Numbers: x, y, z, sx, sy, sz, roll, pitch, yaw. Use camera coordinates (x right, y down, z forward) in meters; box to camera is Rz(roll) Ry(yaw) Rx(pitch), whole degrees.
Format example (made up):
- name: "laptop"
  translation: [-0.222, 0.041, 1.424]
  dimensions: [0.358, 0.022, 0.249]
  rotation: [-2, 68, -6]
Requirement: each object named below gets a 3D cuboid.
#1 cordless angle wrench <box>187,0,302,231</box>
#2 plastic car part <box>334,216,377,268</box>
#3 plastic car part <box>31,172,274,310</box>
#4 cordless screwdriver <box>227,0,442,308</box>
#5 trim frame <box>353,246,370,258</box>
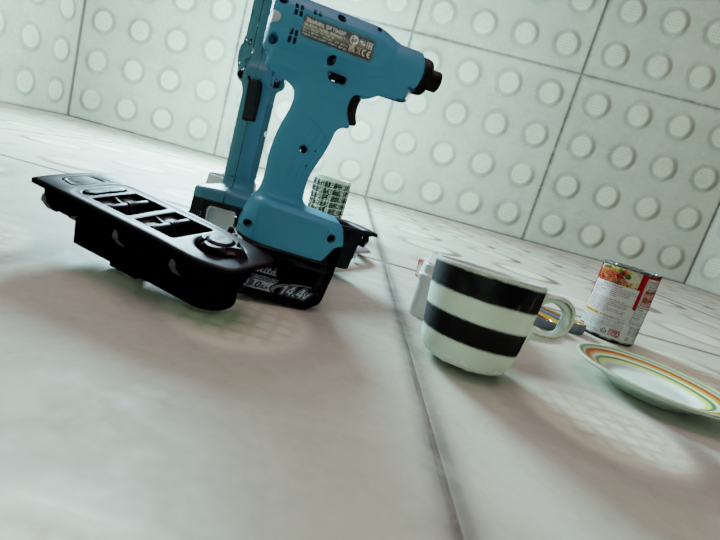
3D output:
- name: "cordless angle wrench"
  translation: [-0.101, -0.218, 0.445]
  dimensions: [0.074, 0.420, 0.099]
  rotation: [15, 11, -6]
- name: "plastic car part"
  translation: [-0.049, -0.032, 0.503]
  dimensions: [0.111, 0.070, 0.070]
  rotation: [5, 15, -40]
- name: "plastic car part"
  translation: [-0.166, -0.023, 0.332]
  dimensions: [0.210, 0.066, 0.064]
  rotation: [20, 12, 19]
- name: "cordless screwdriver"
  translation: [-0.029, -0.092, 0.379]
  dimensions: [0.154, 0.247, 0.077]
  rotation: [12, 11, -18]
- name: "trim frame"
  translation: [-0.091, -0.053, 0.643]
  dimensions: [0.194, 0.027, 0.238]
  rotation: [23, 14, 30]
